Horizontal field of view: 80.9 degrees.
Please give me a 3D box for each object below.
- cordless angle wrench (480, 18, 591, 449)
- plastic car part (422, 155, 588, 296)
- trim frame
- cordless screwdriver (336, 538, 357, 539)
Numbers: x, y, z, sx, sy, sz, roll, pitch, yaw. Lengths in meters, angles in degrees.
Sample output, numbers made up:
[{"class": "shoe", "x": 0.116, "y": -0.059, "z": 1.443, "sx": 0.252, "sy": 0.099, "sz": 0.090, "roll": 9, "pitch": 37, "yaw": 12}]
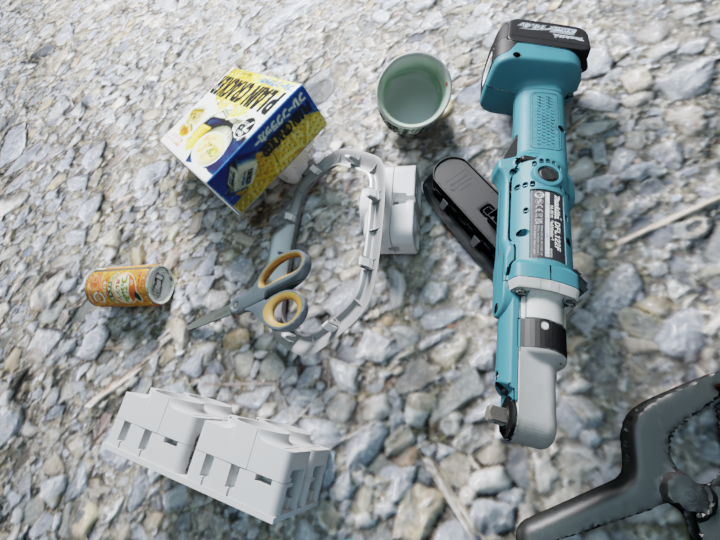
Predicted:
[{"class": "cordless angle wrench", "x": 0.152, "y": -0.069, "z": 0.373, "sx": 0.099, "sy": 0.072, "sz": 0.429, "roll": 11, "pitch": 60, "yaw": 5}, {"class": "plastic car part", "x": 0.133, "y": -0.048, "z": 0.437, "sx": 0.067, "sy": 0.063, "sz": 0.213, "roll": -38, "pitch": 58, "yaw": 8}, {"class": "trim frame", "x": -0.047, "y": -0.030, "z": 0.477, "sx": 0.191, "sy": 0.026, "sz": 0.252, "roll": -13, "pitch": 64, "yaw": 45}, {"class": "cordless screwdriver", "x": -0.069, "y": 0.327, "z": 0.294, "sx": 0.078, "sy": 0.152, "sz": 0.249, "roll": 24, "pitch": 80, "yaw": 24}]
